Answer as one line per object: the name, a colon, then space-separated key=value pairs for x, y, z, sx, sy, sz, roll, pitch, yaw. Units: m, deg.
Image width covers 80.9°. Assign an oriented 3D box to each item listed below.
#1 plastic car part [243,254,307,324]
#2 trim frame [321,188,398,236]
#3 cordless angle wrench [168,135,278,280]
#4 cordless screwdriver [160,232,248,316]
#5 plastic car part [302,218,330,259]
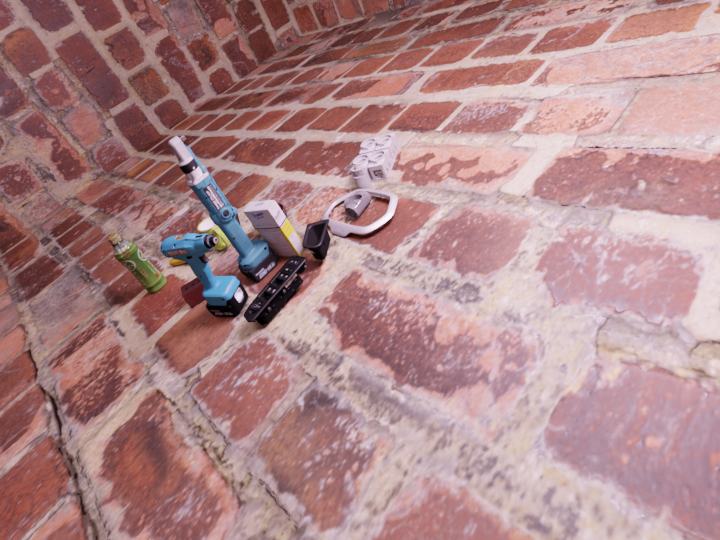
plastic car part: x=-0.199 y=0.053 z=1.017 sx=0.070 sy=0.064 sz=0.201 roll=17 pitch=57 yaw=44
trim frame: x=-0.005 y=-0.164 z=1.171 sx=0.263 sy=0.026 sz=0.183 roll=22 pitch=60 yaw=46
cordless angle wrench: x=-0.348 y=-0.148 z=1.063 sx=0.079 sy=0.403 sz=0.097 roll=19 pitch=56 yaw=45
cordless screwdriver: x=-0.356 y=0.008 z=1.027 sx=0.165 sy=0.237 sz=0.075 roll=-5 pitch=41 yaw=28
plastic car part: x=-0.107 y=-0.070 z=1.095 sx=0.068 sy=0.067 sz=0.119 roll=-15 pitch=39 yaw=18
